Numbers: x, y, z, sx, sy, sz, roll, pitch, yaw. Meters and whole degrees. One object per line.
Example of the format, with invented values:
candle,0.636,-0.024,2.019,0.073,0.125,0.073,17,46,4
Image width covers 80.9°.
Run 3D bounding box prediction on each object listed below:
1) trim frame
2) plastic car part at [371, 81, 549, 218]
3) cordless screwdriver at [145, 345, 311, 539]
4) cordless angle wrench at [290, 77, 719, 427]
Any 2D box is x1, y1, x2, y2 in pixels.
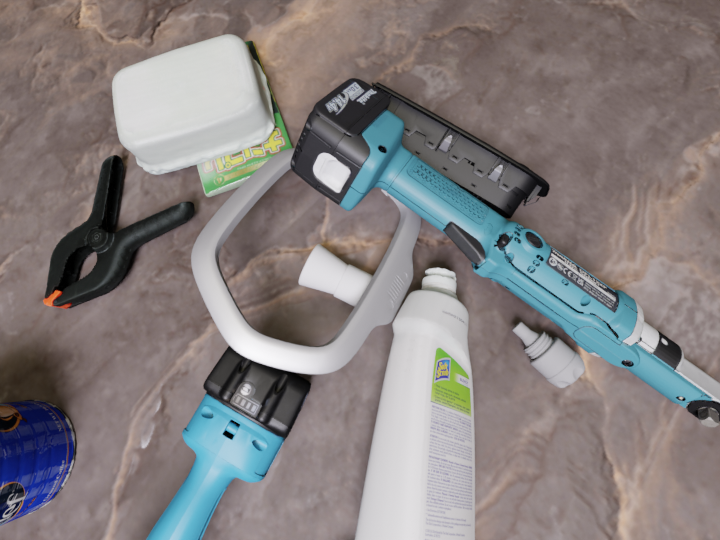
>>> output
trim frame,-0.038,-0.025,0.388,0.186,0.027,0.248,28,55,4
plastic car part,0.089,-0.115,0.428,0.208,0.065,0.067,30,88,12
cordless screwdriver,-0.129,0.189,0.333,0.075,0.157,0.249,27,62,4
cordless angle wrench,0.133,-0.012,0.374,0.427,0.074,0.097,36,50,4
